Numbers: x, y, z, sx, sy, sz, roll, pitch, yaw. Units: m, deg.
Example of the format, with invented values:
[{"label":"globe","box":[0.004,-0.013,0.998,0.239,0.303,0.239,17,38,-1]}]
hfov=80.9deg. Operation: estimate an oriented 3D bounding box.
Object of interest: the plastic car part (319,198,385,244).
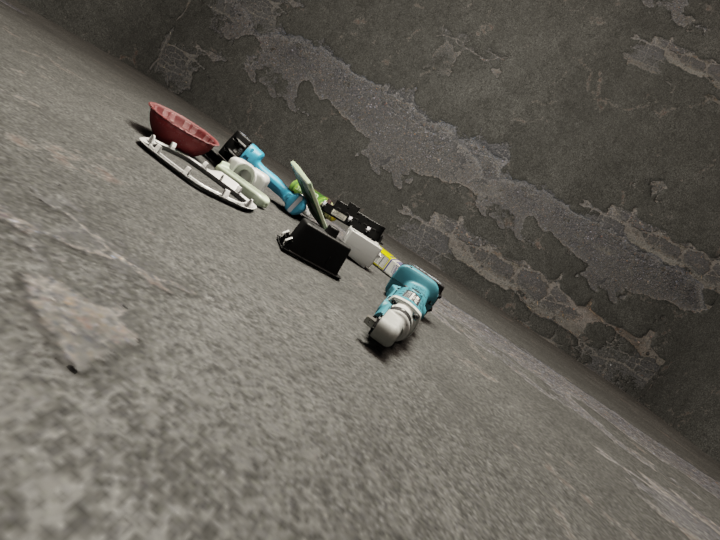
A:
[{"label":"plastic car part","box":[-0.016,-0.136,1.121,0.207,0.067,0.065,36,1,9]}]

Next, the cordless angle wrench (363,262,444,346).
[{"label":"cordless angle wrench","box":[0.070,0.052,0.656,0.100,0.074,0.414,34,11,8]}]

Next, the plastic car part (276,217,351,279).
[{"label":"plastic car part","box":[-0.066,-0.043,0.674,0.112,0.071,0.068,27,12,-22]}]

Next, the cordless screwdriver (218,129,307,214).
[{"label":"cordless screwdriver","box":[-0.232,-0.235,1.060,0.247,0.074,0.160,43,4,-6]}]

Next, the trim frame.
[{"label":"trim frame","box":[-0.291,-0.181,0.770,0.257,0.027,0.178,34,8,17]}]
